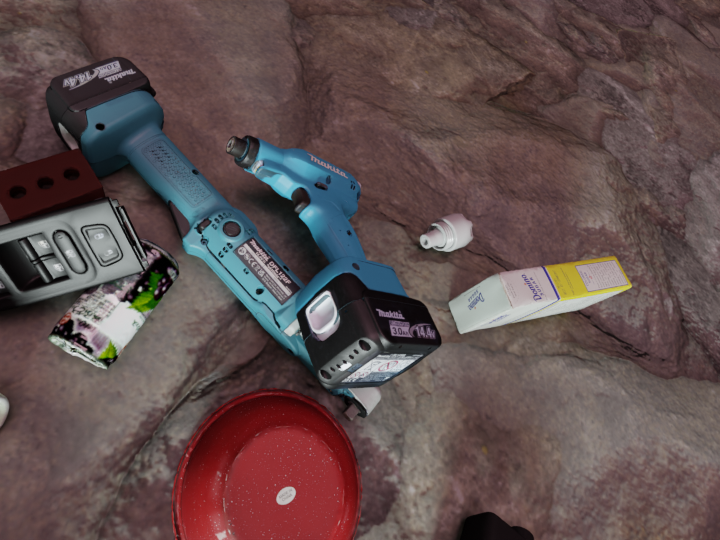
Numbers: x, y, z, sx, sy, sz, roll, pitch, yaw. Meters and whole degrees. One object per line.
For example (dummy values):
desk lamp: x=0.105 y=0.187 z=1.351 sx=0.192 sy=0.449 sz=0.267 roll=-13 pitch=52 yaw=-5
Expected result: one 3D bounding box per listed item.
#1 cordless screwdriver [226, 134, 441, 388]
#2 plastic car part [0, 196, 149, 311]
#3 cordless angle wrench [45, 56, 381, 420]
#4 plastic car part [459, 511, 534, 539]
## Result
cordless screwdriver: x=-0.038 y=-0.025 z=0.386 sx=0.150 sy=0.075 sz=0.260 roll=18 pitch=38 yaw=-41
plastic car part: x=-0.276 y=-0.011 z=0.330 sx=0.201 sy=0.064 sz=0.070 roll=-19 pitch=40 yaw=-9
cordless angle wrench: x=-0.133 y=-0.029 z=0.414 sx=0.427 sy=0.075 sz=0.096 roll=46 pitch=58 yaw=5
plastic car part: x=0.129 y=0.255 z=0.361 sx=0.116 sy=0.066 sz=0.071 roll=35 pitch=43 yaw=-2
